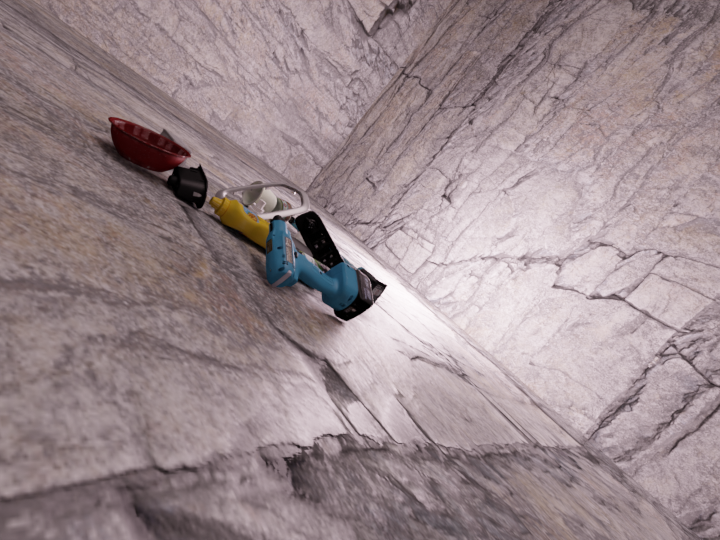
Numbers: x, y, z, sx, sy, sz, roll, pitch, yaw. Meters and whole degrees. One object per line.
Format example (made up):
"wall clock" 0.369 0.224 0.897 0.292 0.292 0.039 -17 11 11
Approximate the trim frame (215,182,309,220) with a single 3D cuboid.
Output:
"trim frame" -0.240 -0.176 1.057 0.240 0.027 0.194 -19 46 -36

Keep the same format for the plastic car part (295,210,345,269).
"plastic car part" -0.103 -0.067 1.053 0.194 0.066 0.070 64 -7 -32

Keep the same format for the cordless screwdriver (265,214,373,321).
"cordless screwdriver" -0.086 -0.006 0.841 0.235 0.075 0.165 30 35 -37

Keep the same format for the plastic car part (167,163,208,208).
"plastic car part" -0.356 -0.177 0.860 0.067 0.066 0.123 15 23 -34

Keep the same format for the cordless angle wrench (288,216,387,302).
"cordless angle wrench" -0.096 -0.055 1.338 0.446 0.074 0.093 40 7 33
